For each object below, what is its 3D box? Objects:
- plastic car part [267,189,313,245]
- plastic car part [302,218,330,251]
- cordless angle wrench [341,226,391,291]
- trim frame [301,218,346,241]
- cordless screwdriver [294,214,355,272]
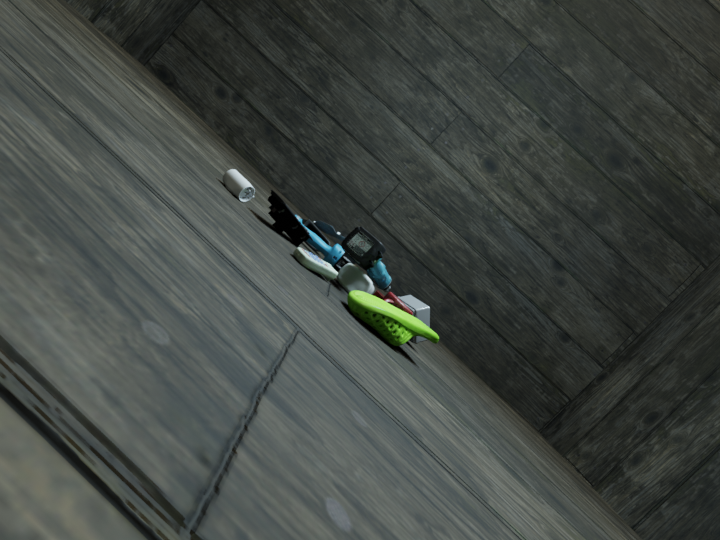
[{"bbox_3d":[-0.178,-0.116,1.062,0.070,0.067,0.193,37,-5,30],"label":"plastic car part"},{"bbox_3d":[-0.155,-0.101,1.401,0.118,0.065,0.070,46,-11,8],"label":"plastic car part"},{"bbox_3d":[0.044,-0.002,1.217,0.102,0.074,0.406,43,-5,21],"label":"cordless angle wrench"},{"bbox_3d":[-0.109,-0.104,1.451,0.260,0.027,0.177,28,-23,24],"label":"trim frame"},{"bbox_3d":[-0.128,-0.084,1.307,0.247,0.074,0.160,39,3,-5],"label":"cordless screwdriver"}]
